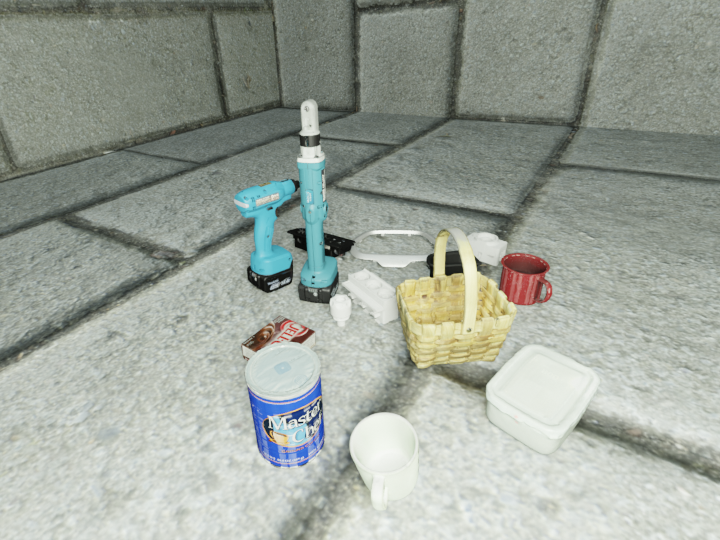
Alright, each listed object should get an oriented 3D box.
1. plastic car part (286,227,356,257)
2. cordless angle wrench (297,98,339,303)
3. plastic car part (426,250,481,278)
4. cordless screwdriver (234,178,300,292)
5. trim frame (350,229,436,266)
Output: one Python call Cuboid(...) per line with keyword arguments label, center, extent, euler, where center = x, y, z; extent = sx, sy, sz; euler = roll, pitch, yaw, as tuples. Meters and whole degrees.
Cuboid(label="plastic car part", center=(-0.109, -0.071, 1.111), extent=(0.214, 0.065, 0.064), euler=(22, 37, 36))
Cuboid(label="cordless angle wrench", center=(-0.094, -0.127, 0.863), extent=(0.076, 0.411, 0.098), euler=(6, 29, 11))
Cuboid(label="plastic car part", center=(0.200, -0.001, 0.956), extent=(0.115, 0.069, 0.069), euler=(-7, 30, -8))
Cuboid(label="cordless screwdriver", center=(-0.196, -0.083, 0.966), extent=(0.155, 0.242, 0.079), euler=(-26, 38, -38))
Cuboid(label="trim frame", center=(0.090, -0.064, 1.117), extent=(0.253, 0.027, 0.186), euler=(2, 31, 9))
